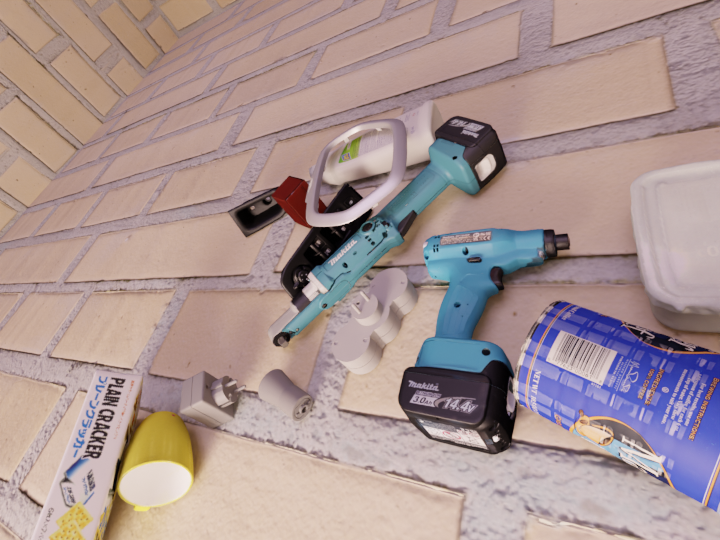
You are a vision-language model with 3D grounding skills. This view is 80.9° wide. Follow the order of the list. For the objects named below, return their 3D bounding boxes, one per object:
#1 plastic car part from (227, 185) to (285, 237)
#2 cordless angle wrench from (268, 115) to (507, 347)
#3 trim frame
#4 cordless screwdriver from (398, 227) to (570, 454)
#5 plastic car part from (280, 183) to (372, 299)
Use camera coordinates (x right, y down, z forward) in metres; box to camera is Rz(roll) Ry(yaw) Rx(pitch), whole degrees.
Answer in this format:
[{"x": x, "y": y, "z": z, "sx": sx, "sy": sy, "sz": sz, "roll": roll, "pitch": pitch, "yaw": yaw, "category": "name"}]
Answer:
[{"x": -0.196, "y": -0.129, "z": 0.848, "sx": 0.118, "sy": 0.063, "sz": 0.073, "roll": -27, "pitch": 29, "yaw": 9, "category": "plastic car part"}, {"x": 0.024, "y": -0.047, "z": 0.610, "sx": 0.422, "sy": 0.070, "sz": 0.103, "roll": -44, "pitch": 41, "yaw": -1, "category": "cordless angle wrench"}, {"x": -0.012, "y": -0.161, "z": 0.668, "sx": 0.189, "sy": 0.026, "sz": 0.255, "roll": -17, "pitch": 47, "yaw": 24, "category": "trim frame"}, {"x": 0.134, "y": 0.052, "z": 0.444, "sx": 0.166, "sy": 0.070, "sz": 0.252, "roll": -7, "pitch": 47, "yaw": 31, "category": "cordless screwdriver"}, {"x": -0.066, "y": -0.043, "z": 0.674, "sx": 0.070, "sy": 0.063, "sz": 0.203, "roll": 0, "pitch": 53, "yaw": 53, "category": "plastic car part"}]
